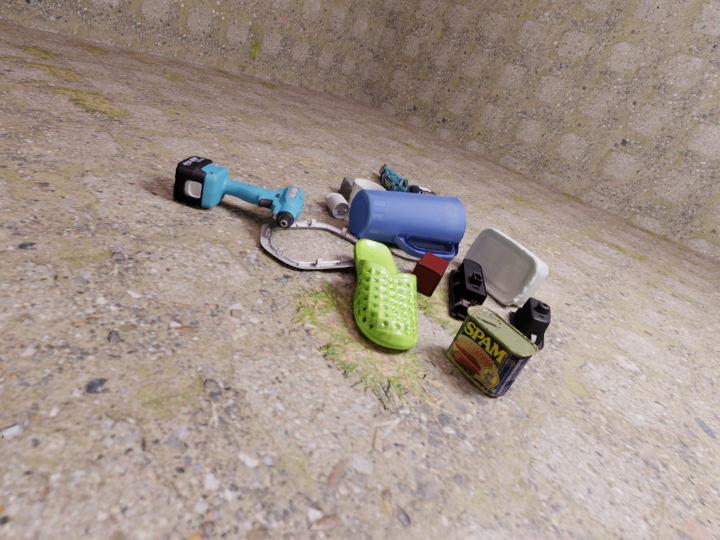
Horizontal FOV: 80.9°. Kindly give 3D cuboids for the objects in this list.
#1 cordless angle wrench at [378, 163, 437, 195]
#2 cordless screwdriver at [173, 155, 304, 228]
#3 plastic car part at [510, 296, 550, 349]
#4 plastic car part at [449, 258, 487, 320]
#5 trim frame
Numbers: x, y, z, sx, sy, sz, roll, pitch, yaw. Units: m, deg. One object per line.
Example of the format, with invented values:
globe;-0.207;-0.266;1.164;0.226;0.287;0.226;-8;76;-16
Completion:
cordless angle wrench;0.117;-0.247;1.267;0.072;0.097;0.439;13;23;-18
cordless screwdriver;-0.234;-0.144;0.817;0.247;0.073;0.163;13;26;-5
plastic car part;0.316;0.088;0.766;0.068;0.070;0.114;25;23;12
plastic car part;0.210;0.030;0.822;0.067;0.066;0.203;15;23;4
trim frame;-0.080;-0.052;0.819;0.237;0.027;0.195;-3;35;-41
